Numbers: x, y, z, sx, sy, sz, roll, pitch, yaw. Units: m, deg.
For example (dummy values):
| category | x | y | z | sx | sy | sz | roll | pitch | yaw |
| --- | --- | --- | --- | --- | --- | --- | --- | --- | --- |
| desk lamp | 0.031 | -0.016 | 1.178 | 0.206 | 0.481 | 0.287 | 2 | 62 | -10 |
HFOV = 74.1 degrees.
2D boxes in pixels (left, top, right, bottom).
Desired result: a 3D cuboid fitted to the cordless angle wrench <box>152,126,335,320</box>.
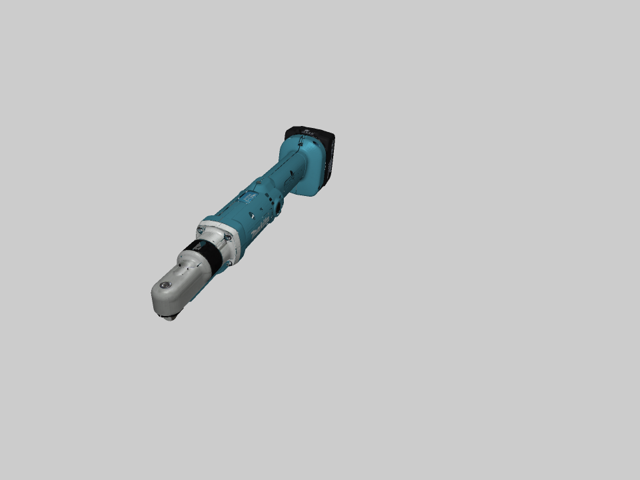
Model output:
| category | x | y | z | sx | sy | sz | roll | pitch | yaw |
| --- | --- | --- | --- | --- | --- | --- | --- | --- | --- |
| cordless angle wrench | -0.078 | -0.046 | 0.550 | 0.074 | 0.098 | 0.421 | 14 | 34 | 13 |
